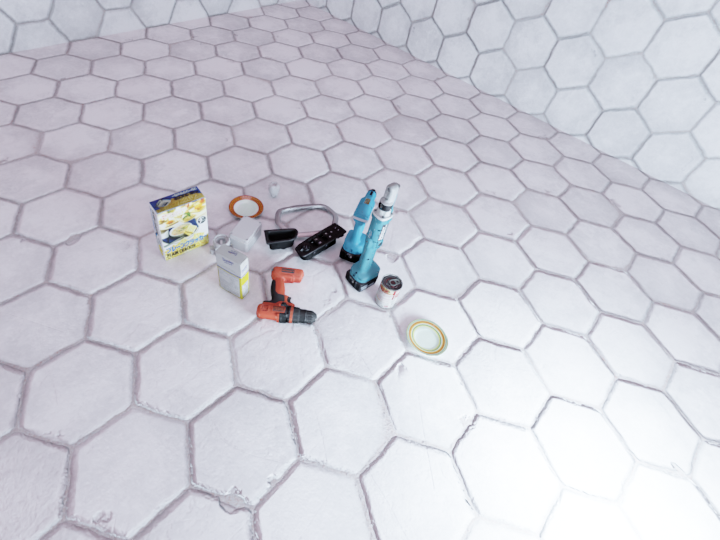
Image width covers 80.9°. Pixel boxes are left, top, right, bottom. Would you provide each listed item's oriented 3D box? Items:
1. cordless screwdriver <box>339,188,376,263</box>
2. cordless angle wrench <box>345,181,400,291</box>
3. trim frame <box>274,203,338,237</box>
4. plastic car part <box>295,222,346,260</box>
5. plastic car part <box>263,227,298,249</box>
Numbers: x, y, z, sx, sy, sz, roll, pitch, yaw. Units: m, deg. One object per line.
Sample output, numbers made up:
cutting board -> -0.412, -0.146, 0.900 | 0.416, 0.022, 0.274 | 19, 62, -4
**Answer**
cordless screwdriver -> 0.000, -0.151, 1.437 | 0.075, 0.244, 0.160 | 21, 48, 3
cordless angle wrench -> 0.043, -0.096, 1.281 | 0.095, 0.415, 0.078 | -26, 61, -32
trim frame -> -0.200, -0.192, 1.584 | 0.242, 0.027, 0.193 | -12, 52, -20
plastic car part -> -0.145, -0.095, 1.481 | 0.198, 0.066, 0.069 | -32, 62, -32
plastic car part -> -0.274, -0.102, 1.462 | 0.114, 0.069, 0.069 | -5, 51, -16
